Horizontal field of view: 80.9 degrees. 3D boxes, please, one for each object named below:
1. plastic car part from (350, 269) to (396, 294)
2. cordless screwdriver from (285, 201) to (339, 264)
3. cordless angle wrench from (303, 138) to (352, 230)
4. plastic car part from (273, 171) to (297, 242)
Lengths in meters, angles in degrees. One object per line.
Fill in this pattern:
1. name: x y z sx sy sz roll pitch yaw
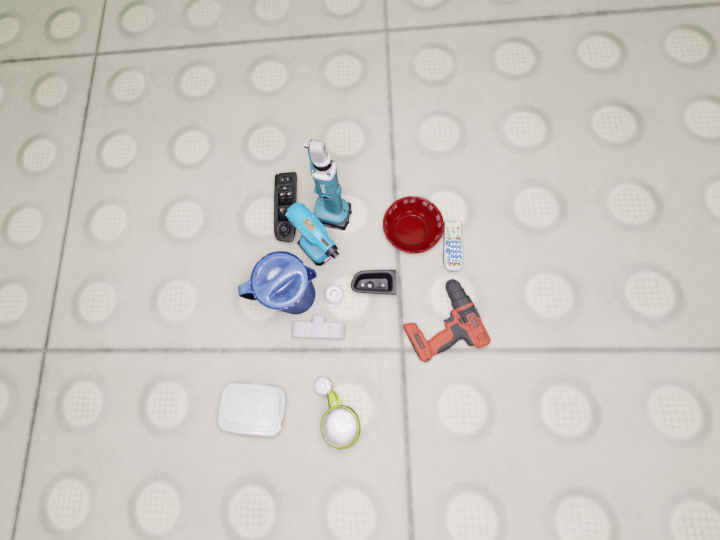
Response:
1. plastic car part: 0.034 0.035 1.111 0.118 0.069 0.067 0 76 5
2. cordless screwdriver: -0.104 -0.068 1.064 0.074 0.243 0.163 -41 78 -7
3. cordless angle wrench: -0.079 -0.198 1.008 0.099 0.414 0.075 14 78 4
4. plastic car part: -0.210 -0.173 1.197 0.067 0.065 0.206 -1 75 3
